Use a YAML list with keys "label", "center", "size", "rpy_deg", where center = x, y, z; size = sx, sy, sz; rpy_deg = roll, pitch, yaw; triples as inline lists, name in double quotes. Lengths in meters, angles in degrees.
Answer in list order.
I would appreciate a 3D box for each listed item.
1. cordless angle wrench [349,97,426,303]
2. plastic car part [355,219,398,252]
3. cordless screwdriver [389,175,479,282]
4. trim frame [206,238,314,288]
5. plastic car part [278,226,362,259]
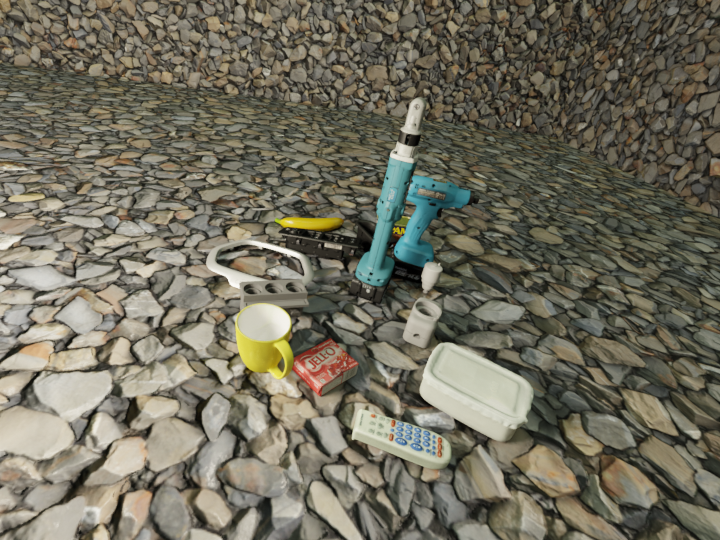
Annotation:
- label: "cordless angle wrench"
  center: [0.062, -0.128, 0.848]
  size: [0.076, 0.415, 0.097]
  rpy_deg: [20, 30, 10]
- label: "plastic car part"
  center: [0.029, -0.075, 1.085]
  size: [0.063, 0.069, 0.123]
  rpy_deg: [-10, 37, -33]
- label: "cordless screwdriver"
  center: [0.161, -0.091, 0.981]
  size: [0.160, 0.244, 0.075]
  rpy_deg: [15, 30, 3]
- label: "trim frame"
  center: [-0.223, -0.013, 0.950]
  size: [0.253, 0.027, 0.184]
  rpy_deg: [16, 31, 9]
- label: "plastic car part"
  center: [-0.101, -0.066, 1.036]
  size: [0.205, 0.066, 0.067]
  rpy_deg: [14, 31, 6]
